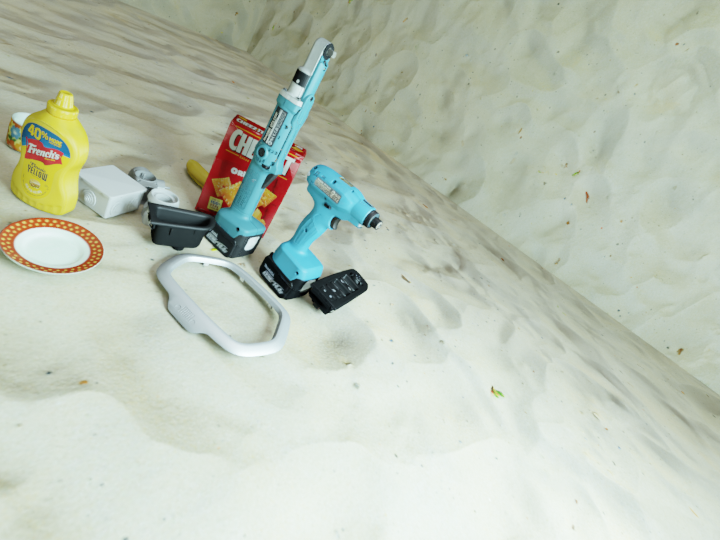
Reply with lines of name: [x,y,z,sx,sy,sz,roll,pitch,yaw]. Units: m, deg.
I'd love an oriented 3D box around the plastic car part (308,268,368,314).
plastic car part: [-0.042,0.045,0.842,0.068,0.067,0.197,38,26,12]

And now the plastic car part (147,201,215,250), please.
plastic car part: [-0.320,-0.068,0.745,0.111,0.071,0.069,11,32,-37]

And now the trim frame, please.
trim frame: [-0.220,0.049,0.688,0.258,0.027,0.178,39,26,18]

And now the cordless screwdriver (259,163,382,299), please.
cordless screwdriver: [-0.075,-0.049,0.767,0.166,0.248,0.071,43,26,22]

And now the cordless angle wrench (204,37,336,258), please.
cordless angle wrench: [-0.162,-0.210,0.765,0.101,0.422,0.072,41,26,17]
